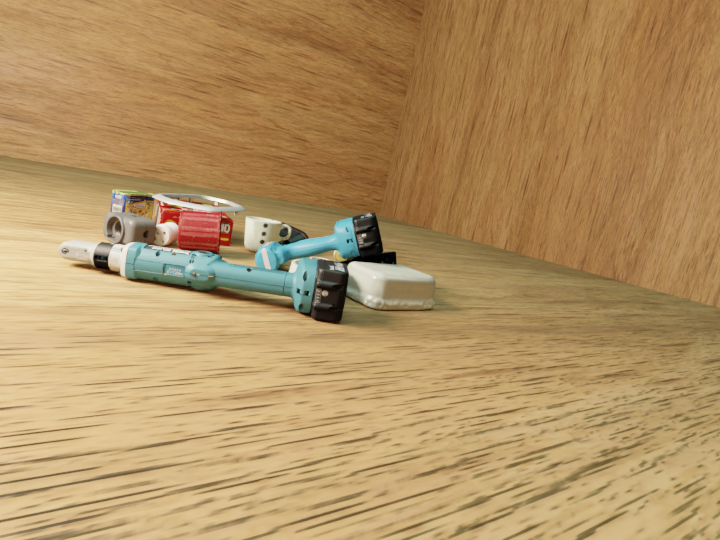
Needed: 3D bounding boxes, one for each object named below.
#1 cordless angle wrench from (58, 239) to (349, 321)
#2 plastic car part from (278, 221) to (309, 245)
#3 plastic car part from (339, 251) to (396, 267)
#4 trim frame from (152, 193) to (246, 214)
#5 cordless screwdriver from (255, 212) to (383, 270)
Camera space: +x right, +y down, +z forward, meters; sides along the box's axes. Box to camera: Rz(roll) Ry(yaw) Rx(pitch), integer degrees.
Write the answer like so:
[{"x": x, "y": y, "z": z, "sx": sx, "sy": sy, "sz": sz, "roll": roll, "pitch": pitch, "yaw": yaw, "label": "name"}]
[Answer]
[{"x": -0.232, "y": -0.001, "z": 0.626, "sx": 0.422, "sy": 0.074, "sz": 0.099, "roll": 9, "pitch": 10, "yaw": -1, "label": "cordless angle wrench"}, {"x": -0.190, "y": -0.075, "z": 1.090, "sx": 0.123, "sy": 0.064, "sz": 0.068, "roll": 24, "pitch": 30, "yaw": 39, "label": "plastic car part"}, {"x": 0.012, "y": -0.006, "z": 0.899, "sx": 0.070, "sy": 0.066, "sz": 0.195, "roll": 10, "pitch": 10, "yaw": 27, "label": "plastic car part"}, {"x": -0.389, "y": -0.163, "z": 1.034, "sx": 0.189, "sy": 0.027, "sz": 0.244, "roll": 16, "pitch": 14, "yaw": 13, "label": "trim frame"}, {"x": -0.084, "y": -0.055, "z": 0.857, "sx": 0.250, "sy": 0.073, "sz": 0.161, "roll": -13, "pitch": 12, "yaw": 1, "label": "cordless screwdriver"}]
